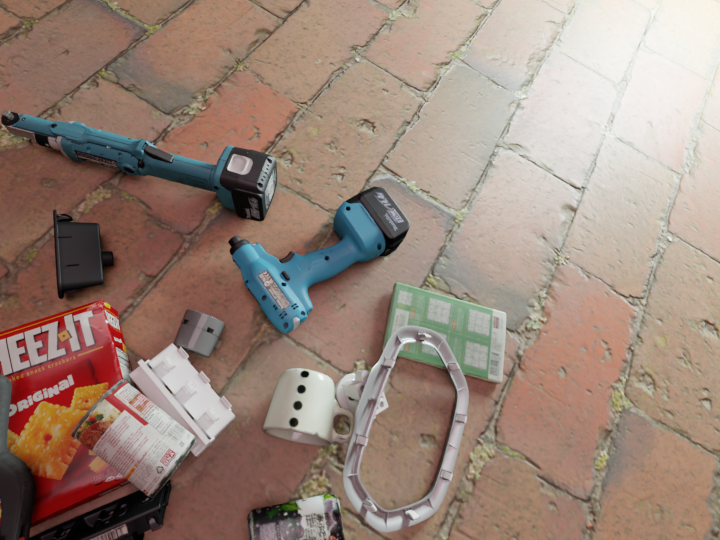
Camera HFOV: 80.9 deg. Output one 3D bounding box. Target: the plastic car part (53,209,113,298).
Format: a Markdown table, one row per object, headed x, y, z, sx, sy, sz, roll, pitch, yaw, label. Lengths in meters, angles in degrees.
| x | y | z | sx | sy | sz | roll | pitch | yaw | label |
| --- | --- | --- | --- | --- | --- | --- | --- | --- | --- |
| -0.380 | -0.020 | 0.582 | 0.068 | 0.067 | 0.119 | -10 | 71 | -30 | plastic car part |

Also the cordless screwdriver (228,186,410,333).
| x | y | z | sx | sy | sz | roll | pitch | yaw | label |
| --- | --- | --- | --- | --- | --- | --- | --- | --- | --- |
| -0.061 | -0.040 | 0.628 | 0.246 | 0.073 | 0.163 | -36 | 76 | -17 | cordless screwdriver |

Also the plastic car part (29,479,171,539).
| x | y | z | sx | sy | sz | roll | pitch | yaw | label |
| --- | --- | --- | --- | --- | --- | --- | --- | --- | --- |
| -0.303 | 0.298 | 0.451 | 0.199 | 0.068 | 0.066 | -14 | 97 | -16 | plastic car part |

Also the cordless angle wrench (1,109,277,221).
| x | y | z | sx | sy | sz | roll | pitch | yaw | label |
| --- | --- | --- | --- | --- | --- | --- | --- | --- | --- |
| -0.340 | -0.173 | 0.643 | 0.425 | 0.096 | 0.075 | 15 | 66 | 3 | cordless angle wrench |

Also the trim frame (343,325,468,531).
| x | y | z | sx | sy | sz | roll | pitch | yaw | label |
| --- | --- | --- | --- | --- | --- | --- | --- | --- | --- |
| 0.065 | 0.192 | 0.533 | 0.177 | 0.028 | 0.250 | 35 | 65 | -20 | trim frame |
